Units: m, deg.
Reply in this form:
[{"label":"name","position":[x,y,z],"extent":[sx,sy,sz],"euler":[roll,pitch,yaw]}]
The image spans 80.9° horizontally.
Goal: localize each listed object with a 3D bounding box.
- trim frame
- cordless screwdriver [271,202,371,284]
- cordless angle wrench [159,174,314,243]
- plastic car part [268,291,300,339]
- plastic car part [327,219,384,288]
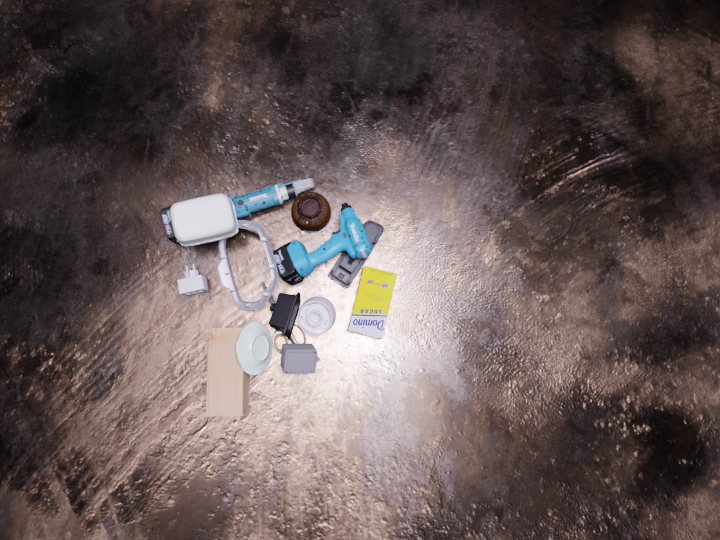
[{"label":"trim frame","position":[-0.304,-0.017,1.118],"extent":[0.189,0.026,0.253],"euler":[-25,77,26]},{"label":"cordless screwdriver","position":[-0.108,-0.071,1.109],"extent":[0.251,0.071,0.165],"euler":[-23,64,8]},{"label":"cordless angle wrench","position":[-0.329,-0.180,1.167],"extent":[0.420,0.073,0.100],"euler":[-18,80,-5]},{"label":"plastic car part","position":[-0.201,0.109,1.092],"extent":[0.072,0.064,0.118],"euler":[9,66,8]},{"label":"plastic car part","position":[-0.008,-0.054,1.137],"extent":[0.068,0.066,0.203],"euler":[32,77,10]}]
